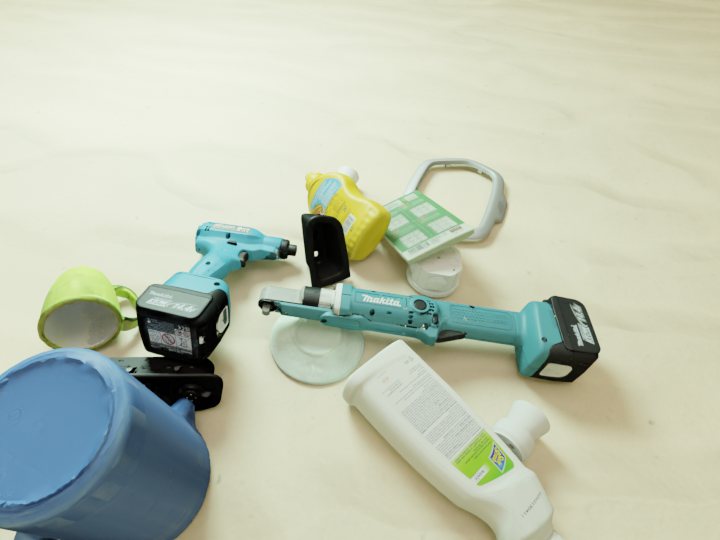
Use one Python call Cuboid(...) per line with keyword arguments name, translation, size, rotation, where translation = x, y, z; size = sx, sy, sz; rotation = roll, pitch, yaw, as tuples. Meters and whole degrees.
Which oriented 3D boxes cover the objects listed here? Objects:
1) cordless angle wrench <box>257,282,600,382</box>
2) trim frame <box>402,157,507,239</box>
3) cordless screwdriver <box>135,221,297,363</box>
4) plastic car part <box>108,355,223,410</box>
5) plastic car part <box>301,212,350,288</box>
Cuboid(name="cordless angle wrench", translation=(0.075, 0.063, 0.560), size=(0.425, 0.072, 0.100), rotation=(8, 48, 3))
Cuboid(name="trim frame", translation=(0.181, -0.142, 0.793), size=(0.190, 0.027, 0.249), rotation=(17, 48, 15))
Cuboid(name="cordless screwdriver", translation=(-0.186, 0.012, 0.585), size=(0.160, 0.072, 0.253), rotation=(7, 33, 2))
Cuboid(name="plastic car part", translation=(-0.263, 0.136, 0.508), size=(0.203, 0.065, 0.068), rotation=(1, 23, 0))
Cuboid(name="plastic car part", translation=(-0.063, -0.041, 0.646), size=(0.064, 0.113, 0.075), rotation=(-19, 28, -21))
